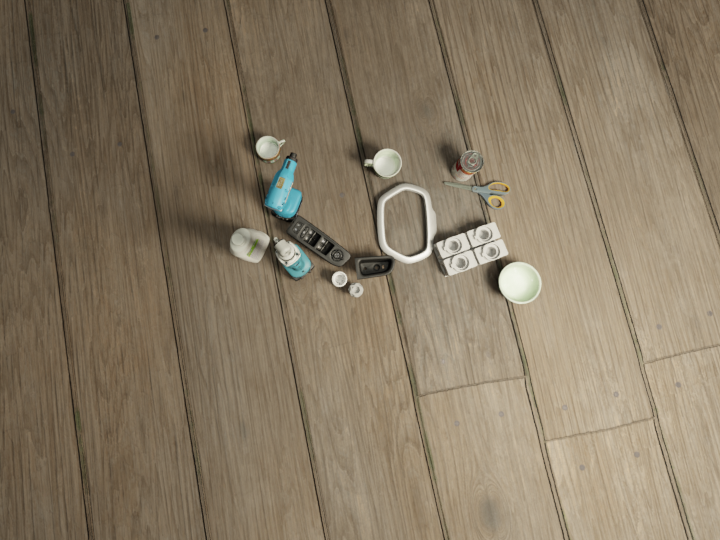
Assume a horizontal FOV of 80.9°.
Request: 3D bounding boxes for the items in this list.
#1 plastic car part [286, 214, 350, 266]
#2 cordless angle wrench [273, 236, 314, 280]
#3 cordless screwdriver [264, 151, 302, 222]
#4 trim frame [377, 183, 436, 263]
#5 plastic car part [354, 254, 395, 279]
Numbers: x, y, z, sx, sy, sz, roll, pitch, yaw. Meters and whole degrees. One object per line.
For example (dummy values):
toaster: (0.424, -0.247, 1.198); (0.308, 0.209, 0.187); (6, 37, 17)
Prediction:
plastic car part: (-0.125, -0.082, 1.275); (0.205, 0.066, 0.066); (35, 85, 5)
cordless angle wrench: (-0.179, -0.034, 1.093); (0.074, 0.421, 0.098); (-39, 89, -6)
cordless screwdriver: (-0.209, -0.228, 1.205); (0.074, 0.248, 0.159); (20, 85, -2)
trim frame: (0.143, -0.145, 1.296); (0.184, 0.027, 0.250); (-3, 83, 1)
plastic car part: (0.042, -0.010, 1.260); (0.116, 0.070, 0.066); (-6, 85, -1)
